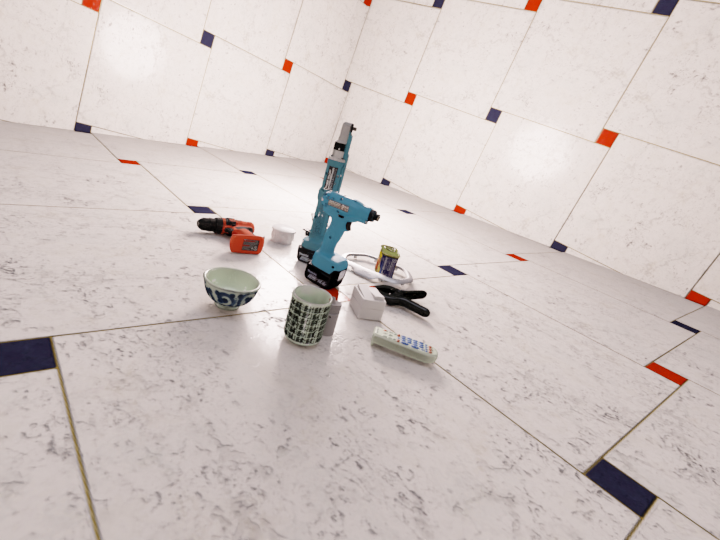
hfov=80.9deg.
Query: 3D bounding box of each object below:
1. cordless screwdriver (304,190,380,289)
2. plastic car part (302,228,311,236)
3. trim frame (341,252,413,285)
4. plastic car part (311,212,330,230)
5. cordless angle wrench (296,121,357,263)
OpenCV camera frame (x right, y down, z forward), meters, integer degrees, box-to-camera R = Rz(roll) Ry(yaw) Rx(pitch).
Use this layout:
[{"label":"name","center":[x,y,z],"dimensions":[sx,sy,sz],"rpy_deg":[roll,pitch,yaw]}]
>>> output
[{"label":"cordless screwdriver","center":[-0.050,-0.070,1.108],"dimensions":[0.166,0.246,0.072],"rpy_deg":[24,19,24]},{"label":"plastic car part","center":[-0.133,-0.087,1.362],"dimensions":[0.063,0.070,0.123],"rpy_deg":[-3,26,-44]},{"label":"trim frame","center":[0.049,-0.007,1.338],"dimensions":[0.260,0.027,0.178],"rpy_deg":[24,21,24]},{"label":"plastic car part","center":[-0.148,-0.156,1.548],"dimensions":[0.065,0.066,0.209],"rpy_deg":[11,19,-14]},{"label":"cordless angle wrench","center":[-0.091,-0.219,1.230],"dimensions":[0.100,0.418,0.074],"rpy_deg":[19,18,9]}]
